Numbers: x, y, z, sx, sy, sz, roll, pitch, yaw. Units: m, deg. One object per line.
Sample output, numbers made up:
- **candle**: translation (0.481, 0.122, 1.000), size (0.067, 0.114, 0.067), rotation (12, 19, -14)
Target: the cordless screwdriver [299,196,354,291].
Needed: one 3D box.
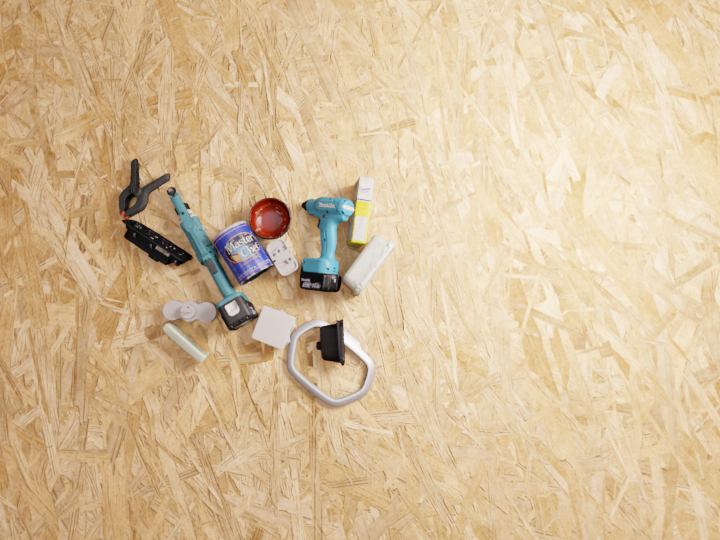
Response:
- **cordless screwdriver**: translation (-0.109, -0.071, 1.114), size (0.168, 0.070, 0.249), rotation (9, 89, 38)

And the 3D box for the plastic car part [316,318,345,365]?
- **plastic car part**: translation (-0.078, 0.185, 1.081), size (0.072, 0.064, 0.117), rotation (-1, 86, 13)

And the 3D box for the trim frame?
- **trim frame**: translation (-0.080, 0.241, 1.109), size (0.251, 0.027, 0.184), rotation (37, 85, 6)

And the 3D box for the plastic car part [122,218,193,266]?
- **plastic car part**: translation (-0.554, -0.069, 1.136), size (0.204, 0.066, 0.067), rotation (36, 109, 3)

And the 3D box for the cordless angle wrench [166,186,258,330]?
- **cordless angle wrench**: translation (-0.407, -0.044, 1.120), size (0.074, 0.096, 0.431), rotation (-31, 80, -6)
